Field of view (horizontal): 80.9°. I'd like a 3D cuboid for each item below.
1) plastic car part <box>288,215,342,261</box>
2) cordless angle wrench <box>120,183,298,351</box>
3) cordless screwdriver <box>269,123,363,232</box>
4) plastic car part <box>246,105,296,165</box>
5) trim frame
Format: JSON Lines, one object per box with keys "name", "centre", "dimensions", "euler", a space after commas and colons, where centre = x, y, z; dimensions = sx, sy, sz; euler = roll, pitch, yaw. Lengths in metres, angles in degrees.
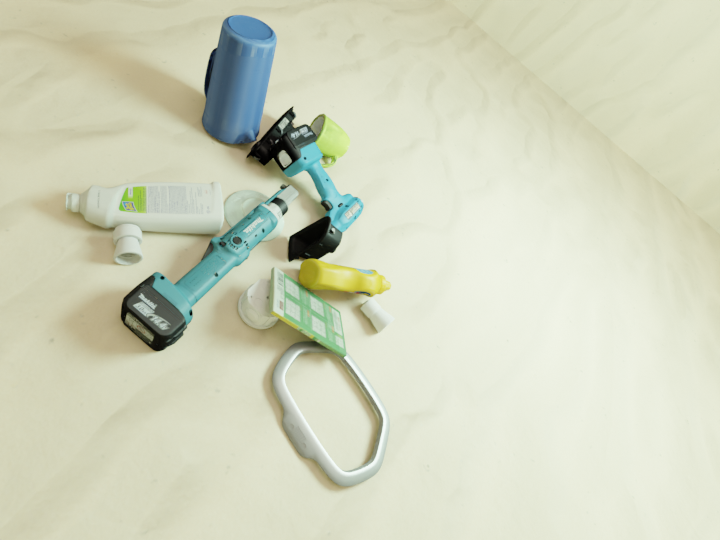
{"name": "plastic car part", "centre": [-0.084, -0.055, 0.856], "dimensions": [0.067, 0.120, 0.068], "euler": [34, 43, -42]}
{"name": "cordless angle wrench", "centre": [-0.232, -0.041, 0.761], "dimensions": [0.098, 0.075, 0.420], "euler": [39, 49, -3]}
{"name": "cordless screwdriver", "centre": [-0.104, -0.189, 0.933], "dimensions": [0.244, 0.076, 0.158], "euler": [52, 45, -10]}
{"name": "plastic car part", "centre": [-0.204, -0.310, 1.001], "dimensions": [0.064, 0.069, 0.204], "euler": [53, 41, -25]}
{"name": "trim frame", "centre": [-0.048, 0.232, 0.720], "dimensions": [0.179, 0.028, 0.253], "euler": [-27, 76, -42]}
